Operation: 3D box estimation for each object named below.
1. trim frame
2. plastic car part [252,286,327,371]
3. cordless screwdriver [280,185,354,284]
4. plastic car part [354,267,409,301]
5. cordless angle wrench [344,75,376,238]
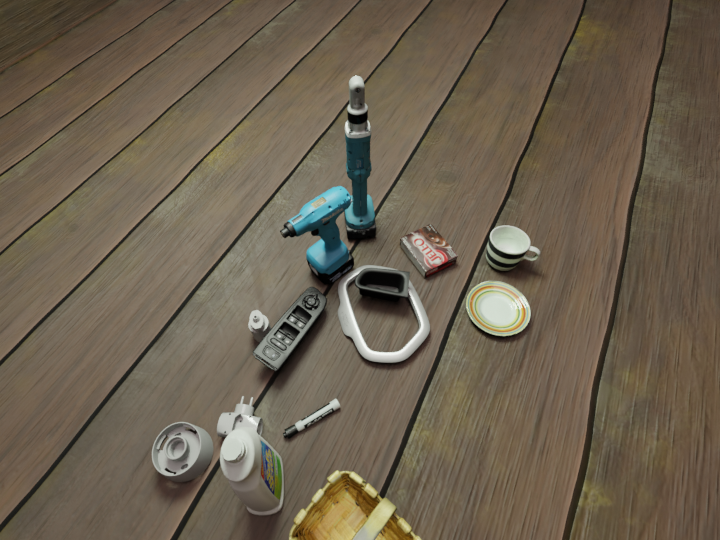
[{"bbox_3d":[0.043,0.088,0.935,0.183,0.026,0.260,-17,55,-6],"label":"trim frame"},{"bbox_3d":[-0.140,0.125,0.905,0.069,0.065,0.202,25,61,19],"label":"plastic car part"},{"bbox_3d":[-0.090,-0.059,0.922,0.157,0.240,0.078,-35,62,-20],"label":"cordless screwdriver"},{"bbox_3d":[0.047,0.038,0.945,0.119,0.068,0.067,7,56,9],"label":"plastic car part"},{"bbox_3d":[-0.004,-0.227,0.928,0.074,0.408,0.101,-5,56,-3],"label":"cordless angle wrench"}]
